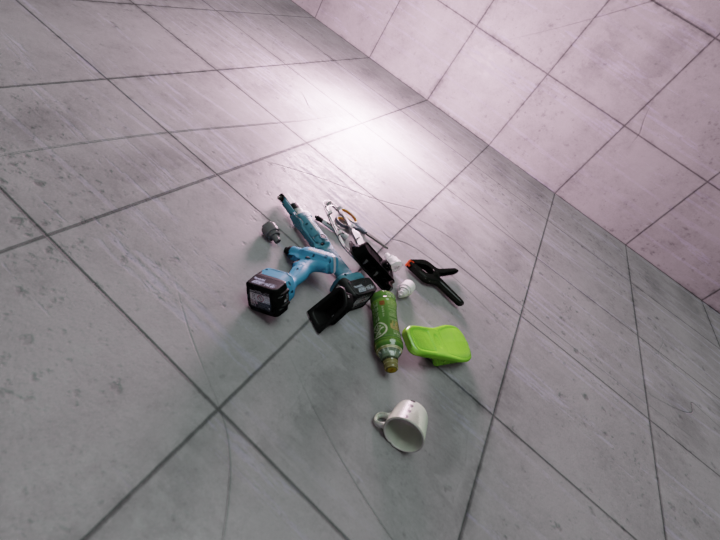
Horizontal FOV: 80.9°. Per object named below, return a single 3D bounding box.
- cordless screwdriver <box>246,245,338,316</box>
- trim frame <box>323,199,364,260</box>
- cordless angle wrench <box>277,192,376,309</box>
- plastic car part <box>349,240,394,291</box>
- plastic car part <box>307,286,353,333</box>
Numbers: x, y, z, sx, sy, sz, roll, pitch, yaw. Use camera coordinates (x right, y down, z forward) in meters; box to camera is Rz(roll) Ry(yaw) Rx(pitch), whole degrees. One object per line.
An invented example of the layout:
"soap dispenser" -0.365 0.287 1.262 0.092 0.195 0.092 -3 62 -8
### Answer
"cordless screwdriver" -0.183 0.007 1.032 0.167 0.072 0.244 16 33 27
"trim frame" -0.040 -0.116 1.257 0.174 0.028 0.260 32 27 -56
"cordless angle wrench" -0.117 -0.076 1.192 0.094 0.074 0.442 -9 52 -43
"plastic car part" 0.041 -0.013 1.173 0.193 0.069 0.068 43 37 -31
"plastic car part" -0.059 0.093 1.018 0.067 0.117 0.069 21 33 -57
